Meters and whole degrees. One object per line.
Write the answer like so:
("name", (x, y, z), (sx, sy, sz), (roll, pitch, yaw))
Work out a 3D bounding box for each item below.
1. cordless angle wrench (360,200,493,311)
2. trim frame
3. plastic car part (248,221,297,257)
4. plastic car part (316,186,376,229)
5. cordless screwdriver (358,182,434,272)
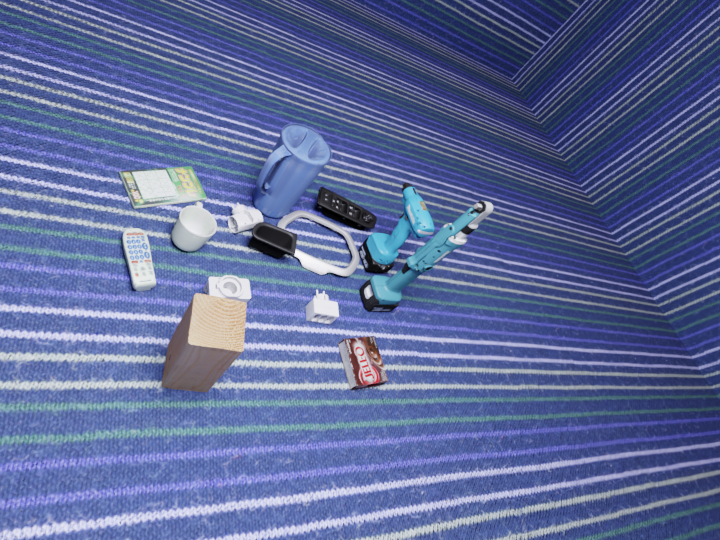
("cordless angle wrench", (0.149, -0.026, 0.994), (0.093, 0.427, 0.077), (6, 56, -34))
("trim frame", (-0.112, -0.073, 1.145), (0.241, 0.028, 0.188), (24, 46, -16))
("plastic car part", (-0.222, -0.068, 1.036), (0.112, 0.071, 0.068), (20, 48, -21))
("plastic car part", (-0.045, -0.167, 1.236), (0.196, 0.067, 0.068), (21, 48, -20))
("cordless screwdriver", (0.088, -0.110, 1.147), (0.071, 0.251, 0.165), (6, 56, -34))
